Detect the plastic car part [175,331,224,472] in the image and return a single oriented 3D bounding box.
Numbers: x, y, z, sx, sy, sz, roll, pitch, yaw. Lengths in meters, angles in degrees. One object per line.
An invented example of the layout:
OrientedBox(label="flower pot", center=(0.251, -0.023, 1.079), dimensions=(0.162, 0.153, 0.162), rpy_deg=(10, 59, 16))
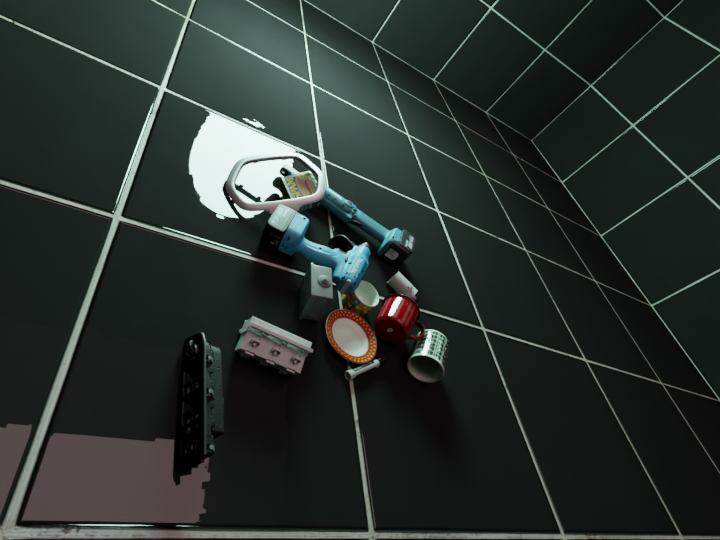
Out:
OrientedBox(label="plastic car part", center=(-0.240, 0.189, 0.646), dimensions=(0.063, 0.067, 0.212), rpy_deg=(19, 41, -42))

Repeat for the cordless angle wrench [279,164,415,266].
OrientedBox(label="cordless angle wrench", center=(-0.043, -0.166, 1.173), dimensions=(0.420, 0.074, 0.098), rpy_deg=(34, 37, -4))

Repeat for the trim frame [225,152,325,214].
OrientedBox(label="trim frame", center=(-0.207, -0.216, 1.041), dimensions=(0.242, 0.027, 0.191), rpy_deg=(-11, 62, -18))

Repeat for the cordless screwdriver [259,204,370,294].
OrientedBox(label="cordless screwdriver", center=(-0.095, -0.062, 0.974), dimensions=(0.250, 0.074, 0.159), rpy_deg=(30, 44, 1))

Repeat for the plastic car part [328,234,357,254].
OrientedBox(label="plastic car part", center=(-0.023, -0.040, 1.075), dimensions=(0.067, 0.066, 0.121), rpy_deg=(8, 43, -57))
